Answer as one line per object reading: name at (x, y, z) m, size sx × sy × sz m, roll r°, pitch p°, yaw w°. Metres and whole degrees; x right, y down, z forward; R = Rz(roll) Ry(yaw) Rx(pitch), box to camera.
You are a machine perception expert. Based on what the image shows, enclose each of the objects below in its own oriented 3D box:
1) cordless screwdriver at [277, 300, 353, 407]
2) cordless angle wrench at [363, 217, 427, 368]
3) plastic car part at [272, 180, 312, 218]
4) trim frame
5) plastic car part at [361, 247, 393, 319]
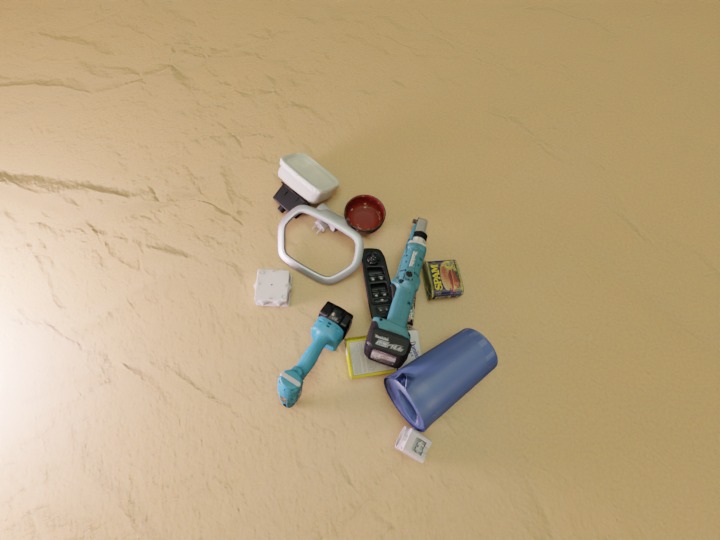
cordless screwdriver at (-0.112, 0.204, 0.997) m, size 0.076 × 0.156 × 0.248 m, roll 28°, pitch 55°, yaw 10°
cordless angle wrench at (0.112, 0.025, 1.031) m, size 0.100 × 0.072 × 0.427 m, roll 15°, pitch 54°, yaw 8°
plastic car part at (-0.200, -0.190, 1.195) m, size 0.121 × 0.064 × 0.071 m, roll 38°, pitch 86°, yaw 17°
trim frame at (-0.110, -0.072, 1.129) m, size 0.255 × 0.027 × 0.184 m, roll 29°, pitch 92°, yaw 14°
plastic car part at (0.045, 0.035, 1.086) m, size 0.067 × 0.065 × 0.209 m, roll -11°, pitch 63°, yaw 2°
